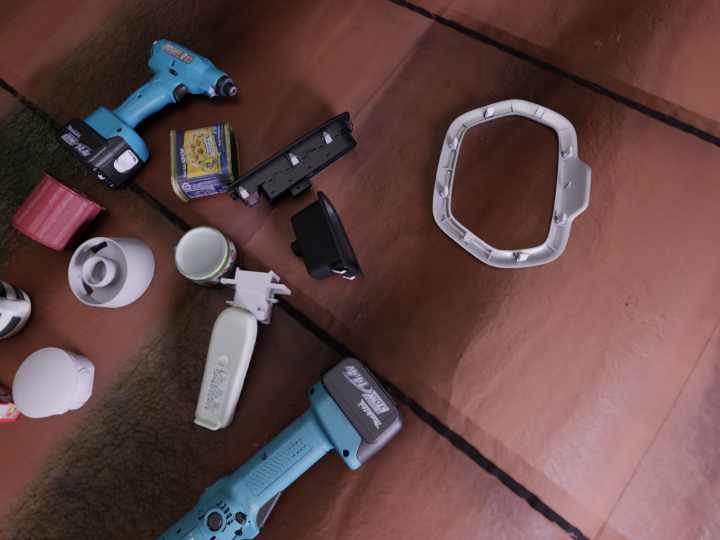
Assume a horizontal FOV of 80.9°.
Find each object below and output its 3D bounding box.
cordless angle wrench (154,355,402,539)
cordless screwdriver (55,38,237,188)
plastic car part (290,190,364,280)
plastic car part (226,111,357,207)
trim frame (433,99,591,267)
[{"bbox_3d":[-0.141,0.257,0.446,0.422,0.072,0.101,-40,72,-4],"label":"cordless angle wrench"},{"bbox_3d":[-0.313,-0.235,0.639,0.164,0.072,0.248,31,74,15],"label":"cordless screwdriver"},{"bbox_3d":[-0.053,-0.035,0.542,0.072,0.063,0.121,-29,67,11],"label":"plastic car part"},{"bbox_3d":[-0.084,-0.146,0.580,0.202,0.065,0.068,-39,83,-7],"label":"plastic car part"},{"bbox_3d":[0.195,-0.122,0.551,0.188,0.027,0.251,12,71,11],"label":"trim frame"}]
